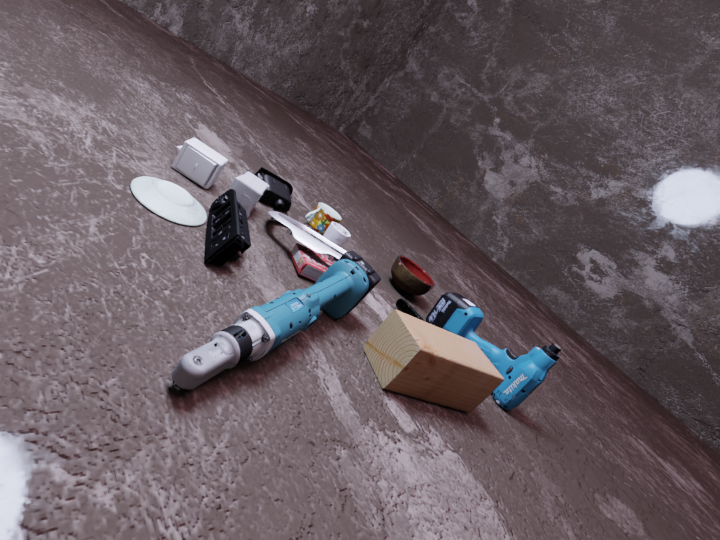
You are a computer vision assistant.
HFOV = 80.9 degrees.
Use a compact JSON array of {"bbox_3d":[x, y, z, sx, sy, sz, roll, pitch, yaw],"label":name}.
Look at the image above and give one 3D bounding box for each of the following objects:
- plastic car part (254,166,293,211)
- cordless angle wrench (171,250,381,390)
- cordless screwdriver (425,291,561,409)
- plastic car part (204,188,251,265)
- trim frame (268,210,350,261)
[{"bbox_3d":[-0.198,-0.174,0.975,0.110,0.067,0.074,25,37,-41],"label":"plastic car part"},{"bbox_3d":[-0.086,0.055,0.568,0.076,0.098,0.412,44,23,8],"label":"cordless angle wrench"},{"bbox_3d":[0.268,0.139,0.879,0.070,0.159,0.262,15,27,-50],"label":"cordless screwdriver"},{"bbox_3d":[-0.211,-0.073,0.691,0.063,0.067,0.213,36,15,-37],"label":"plastic car part"},{"bbox_3d":[-0.084,-0.055,0.863,0.254,0.027,0.181,34,5,9],"label":"trim frame"}]
